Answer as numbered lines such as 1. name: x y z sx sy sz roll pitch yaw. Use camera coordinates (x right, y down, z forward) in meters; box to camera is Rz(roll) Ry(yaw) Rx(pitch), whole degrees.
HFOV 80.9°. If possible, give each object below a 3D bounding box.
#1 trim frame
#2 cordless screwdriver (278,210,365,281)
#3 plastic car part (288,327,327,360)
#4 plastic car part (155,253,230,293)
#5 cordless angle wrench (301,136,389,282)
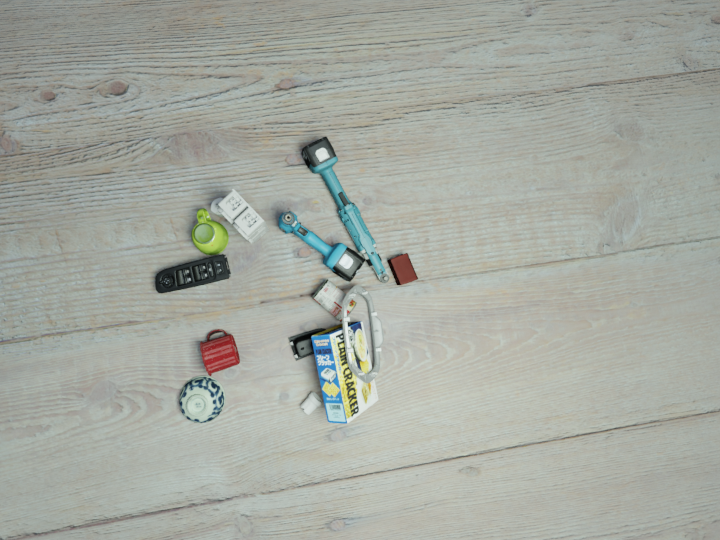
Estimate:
1. trim frame: 0.008 0.161 1.091 0.028 0.175 0.252 -15 76 29
2. cordless screwdriver: -0.107 -0.070 1.098 0.248 0.160 0.074 36 84 -4
3. plastic car part: -0.128 0.194 1.119 0.116 0.071 0.066 -20 89 -3
4. plastic car part: -0.442 0.009 1.118 0.203 0.067 0.066 -14 96 0
5. cordless angle wrench: -0.030 -0.154 1.150 0.074 0.099 0.422 -28 92 -7
